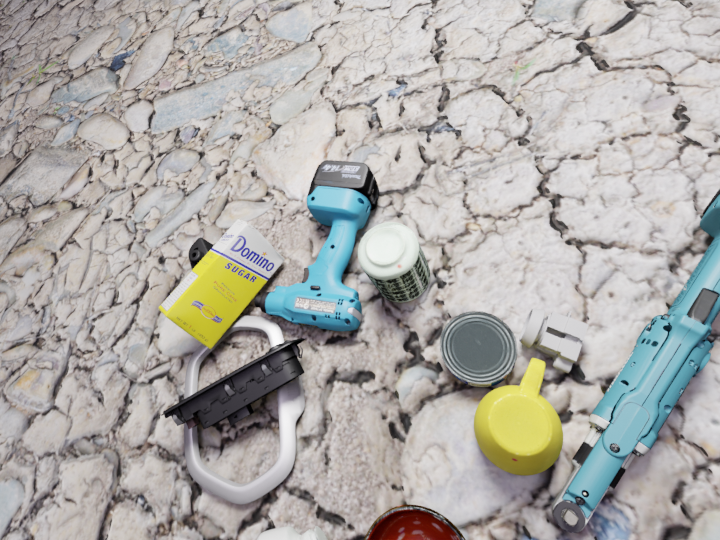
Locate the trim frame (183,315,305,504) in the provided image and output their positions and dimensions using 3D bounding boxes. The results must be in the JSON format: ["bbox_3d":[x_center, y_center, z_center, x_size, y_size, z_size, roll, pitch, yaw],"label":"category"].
[{"bbox_3d":[-0.168,0.183,0.592,0.187,0.026,0.258,-20,58,12],"label":"trim frame"}]

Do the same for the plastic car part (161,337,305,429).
[{"bbox_3d":[-0.155,0.155,0.555,0.203,0.064,0.069,-34,69,3],"label":"plastic car part"}]

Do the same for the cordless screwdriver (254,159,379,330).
[{"bbox_3d":[-0.062,-0.040,0.633,0.165,0.071,0.252,4,70,21],"label":"cordless screwdriver"}]

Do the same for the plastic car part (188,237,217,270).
[{"bbox_3d":[-0.249,-0.005,0.689,0.066,0.068,0.122,-33,62,2],"label":"plastic car part"}]

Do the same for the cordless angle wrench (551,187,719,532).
[{"bbox_3d":[0.316,0.076,0.426,0.078,0.093,0.422,33,85,29],"label":"cordless angle wrench"}]
